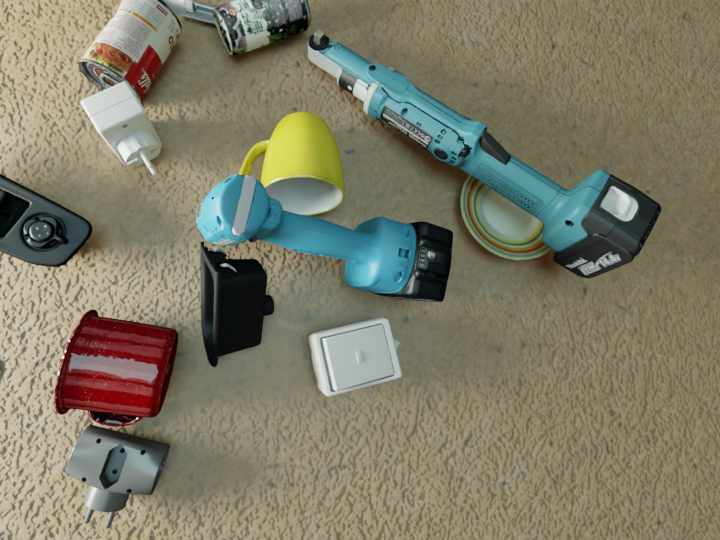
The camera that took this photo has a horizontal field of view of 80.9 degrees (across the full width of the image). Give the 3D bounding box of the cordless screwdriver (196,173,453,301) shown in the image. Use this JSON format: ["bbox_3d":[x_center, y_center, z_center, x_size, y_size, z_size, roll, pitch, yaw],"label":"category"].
[{"bbox_3d":[-0.042,-0.028,0.434,0.239,0.164,0.075,14,82,-24],"label":"cordless screwdriver"}]

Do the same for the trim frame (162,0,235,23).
[{"bbox_3d":[-0.233,-0.393,0.519,0.245,0.028,0.185,18,78,-7],"label":"trim frame"}]

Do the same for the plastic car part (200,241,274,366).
[{"bbox_3d":[-0.122,0.033,0.425,0.068,0.070,0.114,-9,120,-27],"label":"plastic car part"}]

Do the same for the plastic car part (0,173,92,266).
[{"bbox_3d":[-0.365,-0.060,0.409,0.200,0.068,0.067,25,69,-8],"label":"plastic car part"}]

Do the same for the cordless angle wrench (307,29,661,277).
[{"bbox_3d":[0.109,-0.152,0.485,0.431,0.096,0.074,36,73,10],"label":"cordless angle wrench"}]
